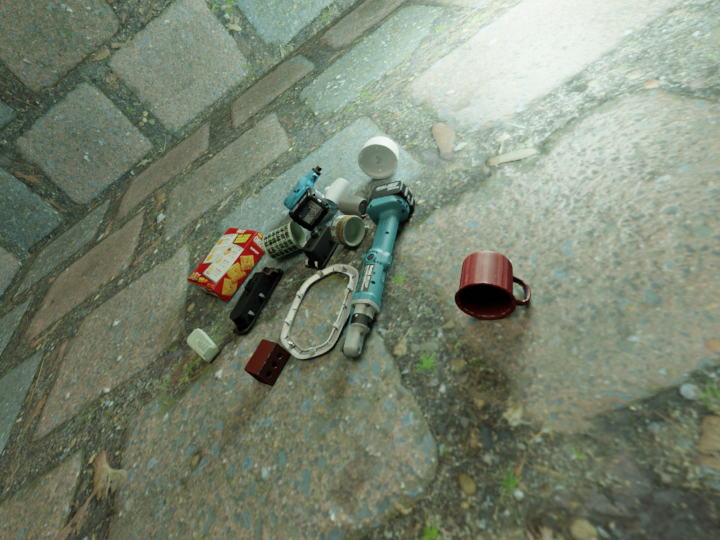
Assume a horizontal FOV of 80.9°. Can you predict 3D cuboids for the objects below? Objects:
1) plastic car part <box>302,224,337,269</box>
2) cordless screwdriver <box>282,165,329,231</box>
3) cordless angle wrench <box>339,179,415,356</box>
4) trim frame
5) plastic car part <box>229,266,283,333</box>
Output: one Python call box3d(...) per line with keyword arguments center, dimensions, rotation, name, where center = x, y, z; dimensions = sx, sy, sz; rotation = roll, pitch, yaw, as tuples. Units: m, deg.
box3d(center=(-0.104, -0.068, 1.064), dimensions=(0.069, 0.067, 0.117), rotation=(9, 61, 43), name="plastic car part")
box3d(center=(-0.145, -0.214, 1.195), dimensions=(0.159, 0.071, 0.259), rotation=(-51, 26, 8), name="cordless screwdriver")
box3d(center=(0.033, -0.014, 0.902), dimensions=(0.102, 0.070, 0.429), rotation=(-10, 49, 34), name="cordless angle wrench")
box3d(center=(-0.090, 0.082, 0.940), dimensions=(0.192, 0.026, 0.250), rotation=(-5, 48, 35), name="trim frame")
box3d(center=(-0.273, 0.067, 1.082), dimensions=(0.069, 0.063, 0.205), rotation=(1, 56, 32), name="plastic car part")
